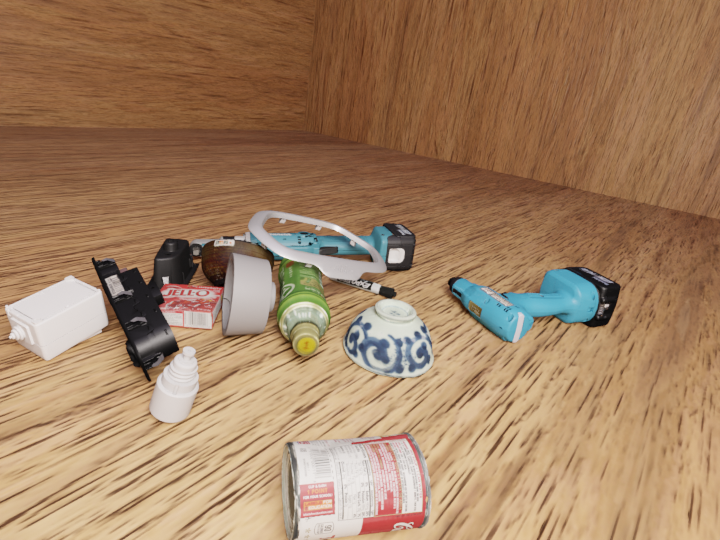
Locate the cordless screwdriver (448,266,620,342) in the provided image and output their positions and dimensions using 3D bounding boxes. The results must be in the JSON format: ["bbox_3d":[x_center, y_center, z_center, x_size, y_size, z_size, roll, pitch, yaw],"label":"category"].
[{"bbox_3d":[0.284,0.042,0.709,0.242,0.073,0.167,-7,26,-21],"label":"cordless screwdriver"}]

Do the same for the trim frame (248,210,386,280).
[{"bbox_3d":[-0.067,-0.044,0.689,0.236,0.027,0.195,10,25,-36],"label":"trim frame"}]

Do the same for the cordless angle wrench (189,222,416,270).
[{"bbox_3d":[-0.108,-0.045,0.810,0.415,0.073,0.102,-1,23,-12],"label":"cordless angle wrench"}]

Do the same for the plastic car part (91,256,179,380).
[{"bbox_3d":[-0.269,0.051,0.511,0.065,0.065,0.215,-17,39,-30],"label":"plastic car part"}]

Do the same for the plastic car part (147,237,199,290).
[{"bbox_3d":[-0.304,-0.017,0.682,0.065,0.070,0.120,2,20,-10],"label":"plastic car part"}]
